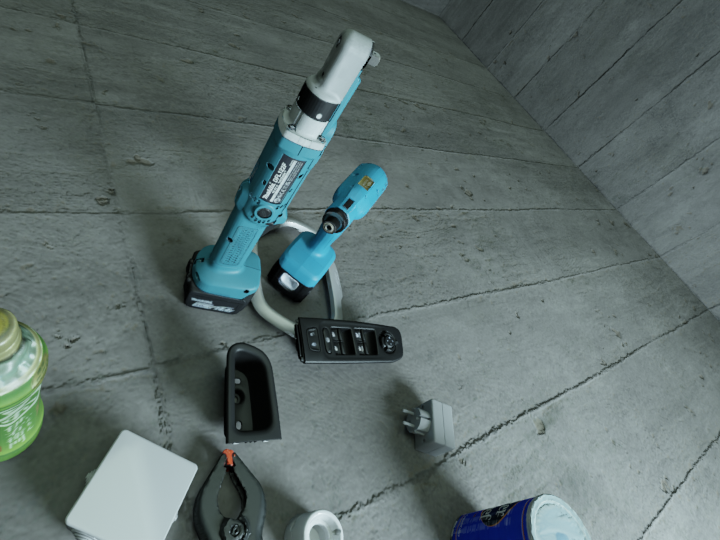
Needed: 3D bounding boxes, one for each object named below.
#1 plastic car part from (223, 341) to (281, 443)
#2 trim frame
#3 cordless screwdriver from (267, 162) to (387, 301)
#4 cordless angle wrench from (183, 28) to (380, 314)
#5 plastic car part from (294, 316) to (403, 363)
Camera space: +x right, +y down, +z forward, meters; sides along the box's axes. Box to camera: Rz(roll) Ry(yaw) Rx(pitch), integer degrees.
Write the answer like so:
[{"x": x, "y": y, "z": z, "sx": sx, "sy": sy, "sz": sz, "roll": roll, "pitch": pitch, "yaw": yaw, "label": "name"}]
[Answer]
[{"x": -0.145, "y": 0.158, "z": 0.524, "sx": 0.063, "sy": 0.071, "sz": 0.121, "roll": 9, "pitch": 49, "yaw": -31, "label": "plastic car part"}, {"x": -0.109, "y": 0.006, "z": 0.720, "sx": 0.176, "sy": 0.028, "sz": 0.258, "roll": 8, "pitch": 49, "yaw": -30, "label": "trim frame"}, {"x": -0.061, "y": -0.040, "z": 0.626, "sx": 0.074, "sy": 0.250, "sz": 0.158, "roll": 39, "pitch": 41, "yaw": -5, "label": "cordless screwdriver"}, {"x": -0.112, "y": -0.085, "z": 0.499, "sx": 0.094, "sy": 0.426, "sz": 0.077, "roll": 16, "pitch": 48, "yaw": -28, "label": "cordless angle wrench"}, {"x": -0.018, "y": 0.118, "z": 0.652, "sx": 0.194, "sy": 0.067, "sz": 0.069, "roll": 6, "pitch": 52, "yaw": -32, "label": "plastic car part"}]
